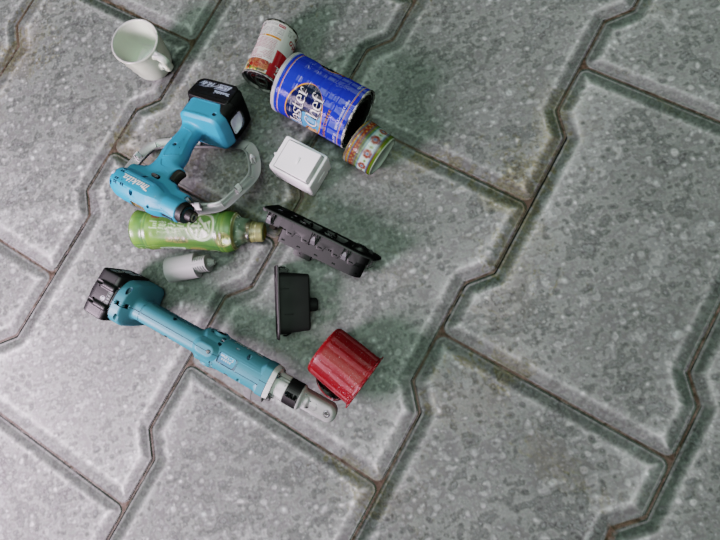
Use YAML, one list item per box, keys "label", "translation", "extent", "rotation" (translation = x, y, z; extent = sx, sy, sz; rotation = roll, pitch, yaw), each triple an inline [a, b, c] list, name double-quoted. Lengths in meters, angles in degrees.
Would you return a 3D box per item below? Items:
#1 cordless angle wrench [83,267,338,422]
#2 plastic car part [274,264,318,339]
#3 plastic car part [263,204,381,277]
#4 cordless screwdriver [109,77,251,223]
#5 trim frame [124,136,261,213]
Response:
- label: "cordless angle wrench"
  translation: [-0.227, 0.120, 0.655]
  extent: [0.432, 0.096, 0.074]
  rotation: [26, 88, 11]
- label: "plastic car part"
  translation: [-0.104, 0.049, 0.680]
  extent: [0.070, 0.066, 0.117]
  rotation: [-5, 85, -10]
- label: "plastic car part"
  translation: [-0.067, -0.044, 0.684]
  extent: [0.207, 0.065, 0.067]
  rotation: [22, 95, 9]
- label: "cordless screwdriver"
  translation: [-0.265, -0.190, 0.679]
  extent: [0.165, 0.072, 0.249]
  rotation: [25, 68, 18]
- label: "trim frame"
  translation: [-0.291, -0.173, 0.722]
  extent: [0.253, 0.026, 0.188]
  rotation: [2, 58, 9]
